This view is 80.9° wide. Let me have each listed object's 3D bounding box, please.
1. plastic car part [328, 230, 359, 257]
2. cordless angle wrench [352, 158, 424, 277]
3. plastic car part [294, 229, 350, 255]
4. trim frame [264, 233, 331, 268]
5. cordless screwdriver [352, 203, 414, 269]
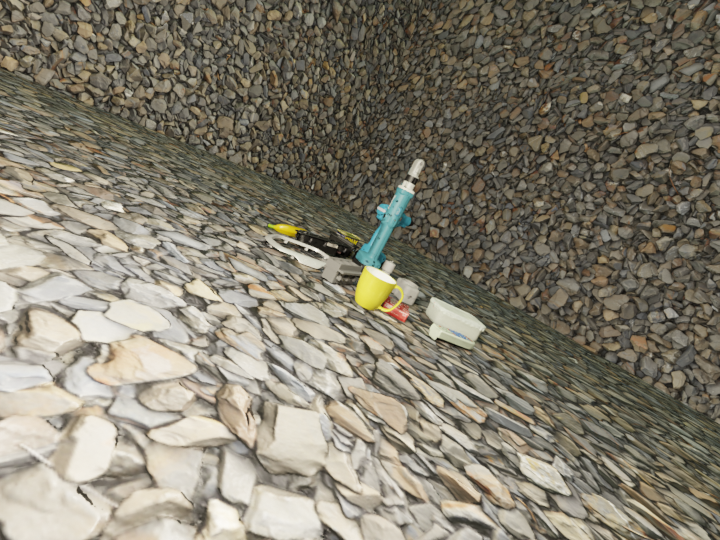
[{"bbox_3d":[-0.074,-0.086,1.540,0.120,0.071,0.064,30,10,17],"label":"plastic car part"},{"bbox_3d":[0.097,-0.166,1.371,0.072,0.422,0.102,23,11,-23],"label":"cordless angle wrench"},{"bbox_3d":[-0.139,-0.091,1.419,0.193,0.067,0.070,20,12,-30],"label":"plastic car part"},{"bbox_3d":[-0.173,-0.054,1.266,0.238,0.027,0.193,21,12,-26],"label":"trim frame"},{"bbox_3d":[0.086,-0.107,1.536,0.151,0.248,0.078,21,12,-32],"label":"cordless screwdriver"}]
